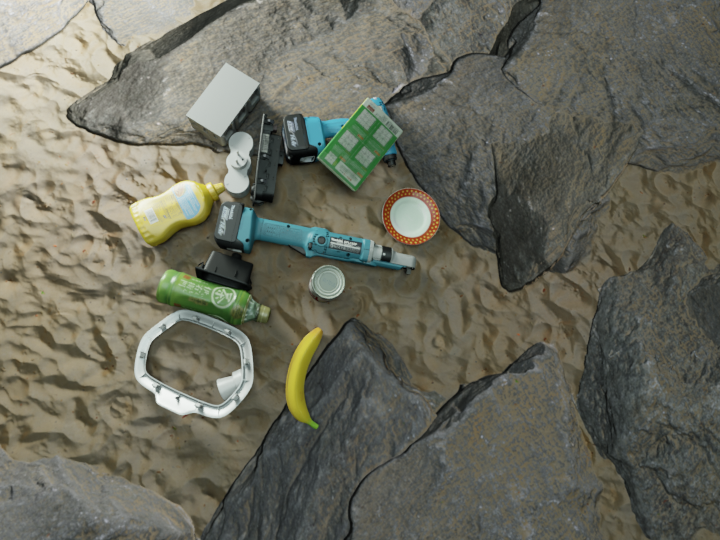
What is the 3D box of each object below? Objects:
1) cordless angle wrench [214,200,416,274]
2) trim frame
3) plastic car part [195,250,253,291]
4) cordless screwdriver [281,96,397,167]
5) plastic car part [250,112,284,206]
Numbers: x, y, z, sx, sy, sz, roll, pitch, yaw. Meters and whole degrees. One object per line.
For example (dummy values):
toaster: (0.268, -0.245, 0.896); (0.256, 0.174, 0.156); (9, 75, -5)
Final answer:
cordless angle wrench: (-0.087, -0.057, 0.889); (0.419, 0.074, 0.099); (11, 80, -5)
trim frame: (-0.323, 0.179, 0.819); (0.254, 0.027, 0.185); (20, 72, 11)
plastic car part: (-0.273, -0.004, 0.872); (0.115, 0.066, 0.072); (15, 65, -6)
cordless screwdriver: (-0.044, -0.284, 0.933); (0.245, 0.074, 0.161); (-15, 82, -11)
plastic car part: (-0.202, -0.230, 0.915); (0.065, 0.068, 0.205); (12, 78, -20)
